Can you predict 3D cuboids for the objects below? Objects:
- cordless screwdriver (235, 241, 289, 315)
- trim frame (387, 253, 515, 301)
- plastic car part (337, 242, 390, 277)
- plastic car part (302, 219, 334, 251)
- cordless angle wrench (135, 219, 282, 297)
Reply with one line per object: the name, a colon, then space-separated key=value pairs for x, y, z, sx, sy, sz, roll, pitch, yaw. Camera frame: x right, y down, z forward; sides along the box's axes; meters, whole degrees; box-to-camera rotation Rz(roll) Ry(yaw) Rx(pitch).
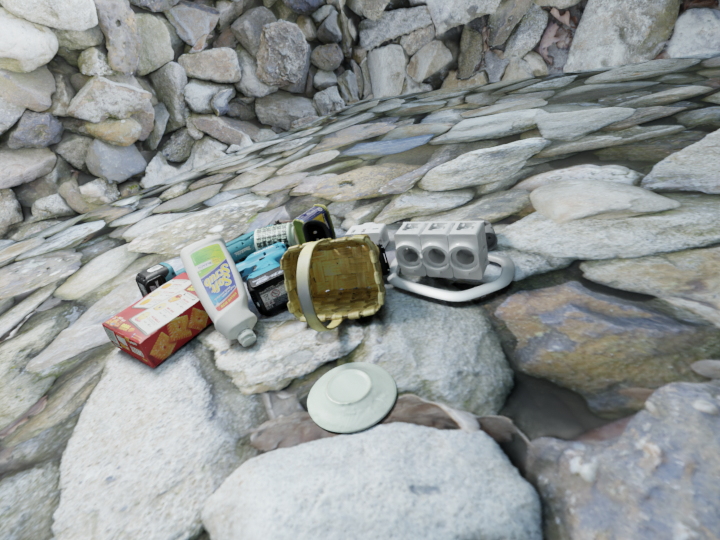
cordless screwdriver: x=-0.225 y=0.016 z=0.949 sx=0.158 sy=0.072 sz=0.259 roll=-24 pitch=25 yaw=-6
trim frame: x=0.166 y=-0.001 z=0.813 sx=0.262 sy=0.026 sz=0.181 roll=13 pitch=41 yaw=46
plastic car part: x=-0.040 y=-0.010 z=0.892 sx=0.208 sy=0.065 sz=0.067 roll=-14 pitch=16 yaw=18
plastic car part: x=-0.097 y=-0.064 z=0.996 sx=0.065 sy=0.116 sz=0.071 roll=-18 pitch=2 yaw=-6
cordless angle wrench: x=-0.366 y=-0.035 z=1.112 sx=0.078 sy=0.095 sz=0.413 roll=12 pitch=35 yaw=44
